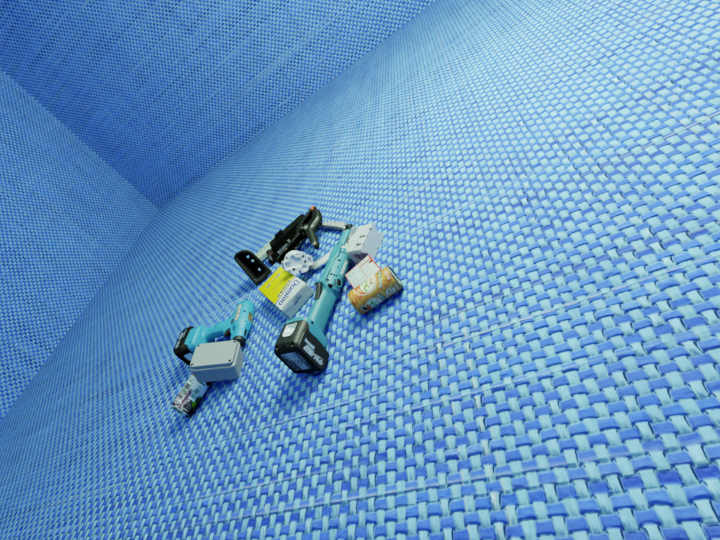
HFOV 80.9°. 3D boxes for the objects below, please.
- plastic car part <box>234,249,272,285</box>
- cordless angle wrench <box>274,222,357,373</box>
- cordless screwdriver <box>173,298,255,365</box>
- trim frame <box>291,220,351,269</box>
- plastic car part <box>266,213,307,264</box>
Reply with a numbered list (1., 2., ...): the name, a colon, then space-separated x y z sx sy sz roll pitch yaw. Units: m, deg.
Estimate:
1. plastic car part: -0.336 -0.020 1.317 0.066 0.116 0.071 -42 4 1
2. cordless angle wrench: -0.071 0.034 0.968 0.077 0.094 0.427 -21 33 34
3. cordless screwdriver: -0.400 0.188 1.160 0.253 0.071 0.164 -28 33 17
4. trim frame: -0.118 -0.077 1.207 0.184 0.026 0.261 -54 31 -16
5. plastic car part: -0.228 -0.110 1.344 0.203 0.065 0.069 -38 22 3
